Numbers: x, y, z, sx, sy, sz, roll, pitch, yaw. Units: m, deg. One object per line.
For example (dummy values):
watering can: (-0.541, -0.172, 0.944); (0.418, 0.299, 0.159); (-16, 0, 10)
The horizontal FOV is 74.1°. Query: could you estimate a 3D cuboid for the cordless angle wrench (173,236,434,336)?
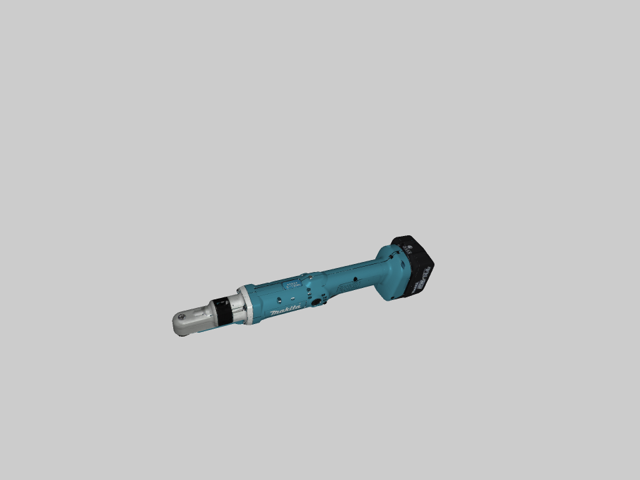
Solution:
cordless angle wrench: (-0.016, 0.080, 0.675); (0.422, 0.098, 0.074); (-11, 46, -23)
